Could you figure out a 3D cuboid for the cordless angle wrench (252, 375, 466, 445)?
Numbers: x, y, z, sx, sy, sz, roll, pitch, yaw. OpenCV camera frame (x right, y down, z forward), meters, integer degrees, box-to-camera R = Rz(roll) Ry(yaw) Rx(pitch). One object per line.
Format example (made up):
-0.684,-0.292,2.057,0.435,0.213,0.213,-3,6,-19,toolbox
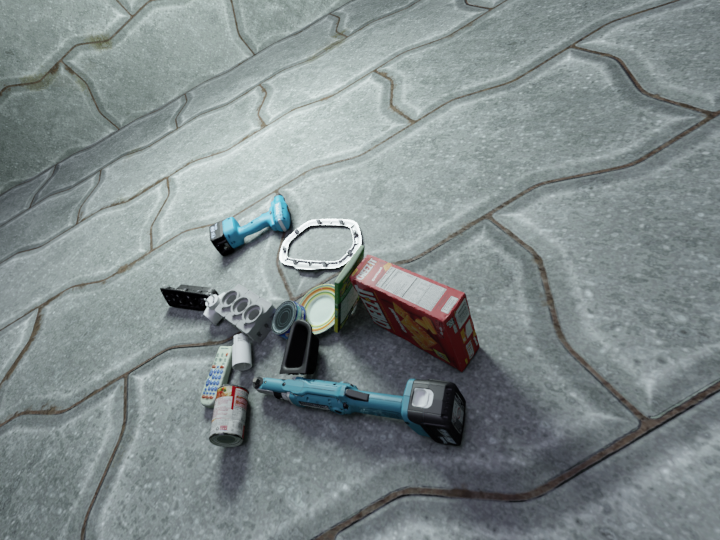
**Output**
-0.033,0.233,0.776,0.441,0.093,0.075,-3,49,33,cordless angle wrench

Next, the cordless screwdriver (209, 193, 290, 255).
-0.336,-0.149,1.297,0.251,0.071,0.166,-21,44,6,cordless screwdriver

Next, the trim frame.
-0.110,-0.072,1.130,0.260,0.026,0.185,6,56,31,trim frame

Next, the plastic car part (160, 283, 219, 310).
-0.469,0.073,1.185,0.213,0.064,0.066,5,28,34,plastic car part

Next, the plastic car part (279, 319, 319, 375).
-0.114,0.169,0.881,0.068,0.067,0.119,-10,51,28,plastic car part
